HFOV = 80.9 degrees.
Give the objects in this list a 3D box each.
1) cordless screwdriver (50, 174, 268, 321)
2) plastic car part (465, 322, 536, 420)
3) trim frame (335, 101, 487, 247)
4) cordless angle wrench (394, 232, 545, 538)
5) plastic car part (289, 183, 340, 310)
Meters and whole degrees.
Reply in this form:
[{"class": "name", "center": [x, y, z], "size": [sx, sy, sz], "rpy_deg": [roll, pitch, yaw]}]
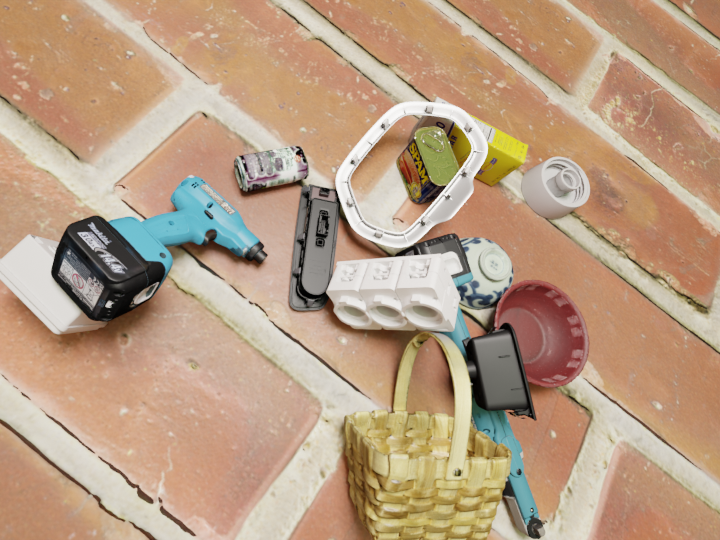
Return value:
[{"class": "cordless screwdriver", "center": [-0.225, -0.026, 0.523], "size": [0.159, 0.075, 0.247], "rpy_deg": [41, 31, -2]}, {"class": "plastic car part", "center": [0.168, 0.131, 0.545], "size": [0.070, 0.065, 0.118], "rpy_deg": [-11, 80, -6]}, {"class": "trim frame", "center": [0.076, -0.151, 0.635], "size": [0.189, 0.027, 0.248], "rpy_deg": [40, 85, 13]}, {"class": "cordless angle wrench", "center": [0.164, 0.159, 0.608], "size": [0.073, 0.099, 0.428], "rpy_deg": [-16, 81, -20]}, {"class": "plastic car part", "center": [-0.062, -0.040, 0.630], "size": [0.064, 0.068, 0.206], "rpy_deg": [12, 73, -20]}]
